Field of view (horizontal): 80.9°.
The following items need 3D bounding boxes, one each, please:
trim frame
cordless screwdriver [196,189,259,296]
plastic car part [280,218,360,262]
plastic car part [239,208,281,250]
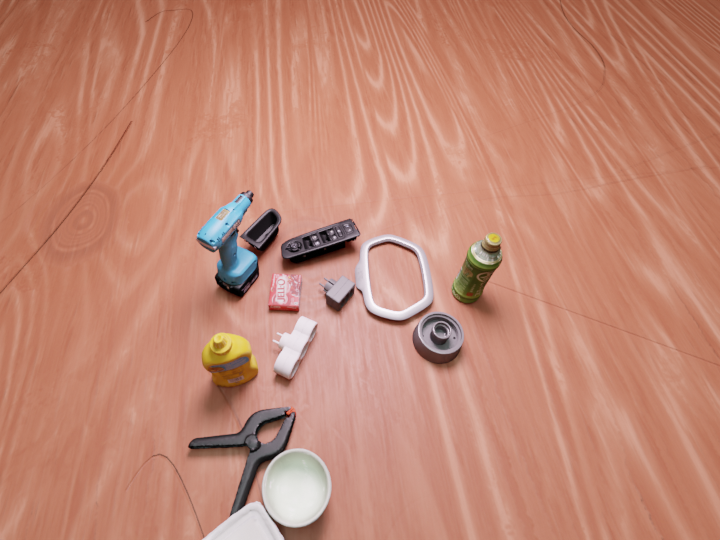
[{"bbox_3d":[0.080,0.011,1.039,0.184,0.027,0.256,-3,56,-1],"label":"trim frame"},{"bbox_3d":[-0.281,-0.058,0.964,0.076,0.242,0.159,25,59,12],"label":"cordless screwdriver"},{"bbox_3d":[-0.105,-0.069,1.073,0.200,0.065,0.069,-17,59,-10],"label":"plastic car part"},{"bbox_3d":[-0.245,-0.096,1.092,0.068,0.069,0.116,29,61,17],"label":"plastic car part"}]
